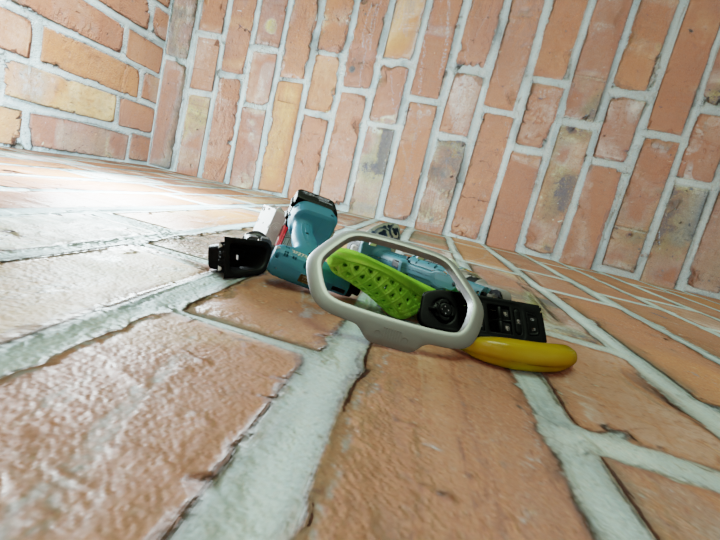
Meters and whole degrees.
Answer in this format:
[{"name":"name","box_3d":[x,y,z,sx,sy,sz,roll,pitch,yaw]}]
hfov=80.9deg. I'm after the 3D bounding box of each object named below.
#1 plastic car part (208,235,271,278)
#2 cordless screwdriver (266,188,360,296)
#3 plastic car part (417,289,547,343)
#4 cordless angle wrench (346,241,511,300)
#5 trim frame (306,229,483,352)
[{"name":"plastic car part","box_3d":[-0.211,-0.023,0.712,0.074,0.066,0.112,2,2,25]},{"name":"cordless screwdriver","box_3d":[-0.076,-0.050,0.780,0.156,0.074,0.255,20,31,-13]},{"name":"plastic car part","box_3d":[0.169,0.071,0.622,0.197,0.067,0.068,11,-18,-17]},{"name":"cordless angle wrench","box_3d":[0.114,-0.001,0.834,0.093,0.074,0.445,6,9,-32]},{"name":"trim frame","box_3d":[0.046,0.022,0.572,0.247,0.027,0.188,16,44,-3]}]
